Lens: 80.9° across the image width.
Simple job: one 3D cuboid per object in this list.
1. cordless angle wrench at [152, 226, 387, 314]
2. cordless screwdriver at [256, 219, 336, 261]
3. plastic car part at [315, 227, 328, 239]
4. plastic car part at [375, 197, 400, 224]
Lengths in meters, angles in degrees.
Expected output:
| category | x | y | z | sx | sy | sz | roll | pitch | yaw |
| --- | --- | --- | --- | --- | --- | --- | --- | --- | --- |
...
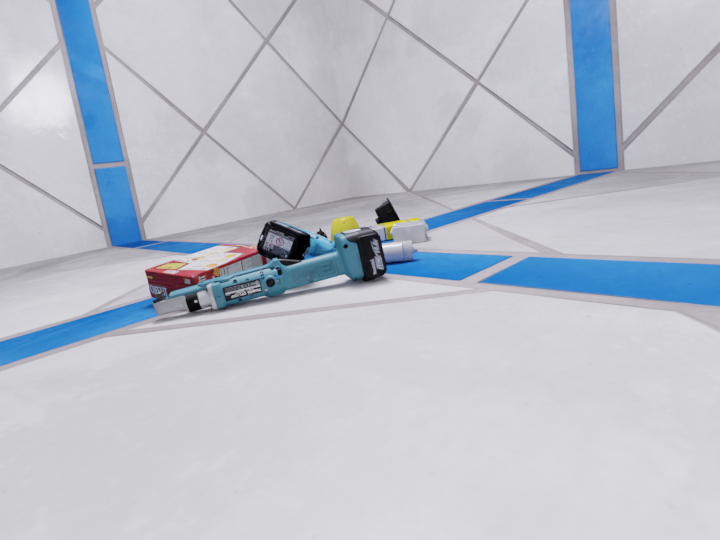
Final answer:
| category | x | y | z | sx | sy | sz | roll | pitch | yaw |
| --- | --- | --- | --- | --- | --- | --- | --- | --- | --- |
| cordless angle wrench | -0.166 | 0.015 | 0.780 | 0.419 | 0.096 | 0.076 | -15 | 11 | -7 |
| cordless screwdriver | -0.153 | -0.067 | 0.945 | 0.164 | 0.074 | 0.242 | 24 | 8 | 14 |
| plastic car part | -0.118 | -0.077 | 1.202 | 0.067 | 0.065 | 0.205 | -34 | 12 | 6 |
| plastic car part | 0.084 | -0.164 | 1.338 | 0.071 | 0.115 | 0.067 | -32 | 9 | 3 |
